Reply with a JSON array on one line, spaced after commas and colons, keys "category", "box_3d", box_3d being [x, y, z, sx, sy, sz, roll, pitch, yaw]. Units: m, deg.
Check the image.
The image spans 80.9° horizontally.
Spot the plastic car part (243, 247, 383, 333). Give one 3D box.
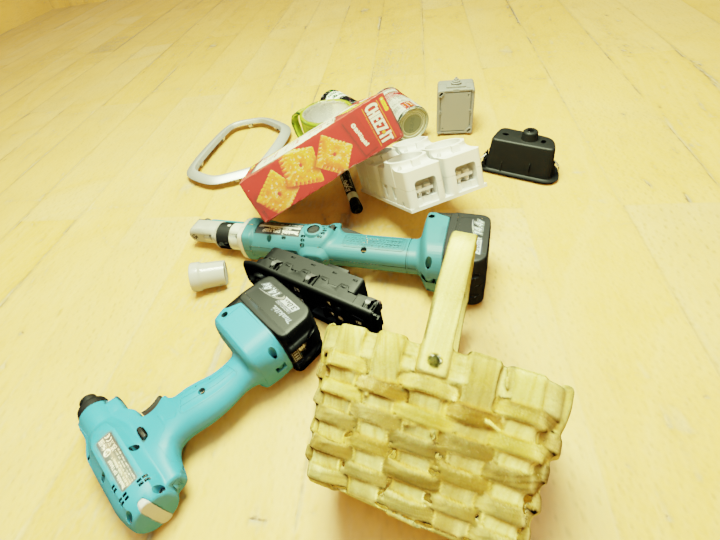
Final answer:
[{"category": "plastic car part", "box_3d": [-0.057, 0.017, 0.506, 0.213, 0.063, 0.067, 16, 61, 28]}]

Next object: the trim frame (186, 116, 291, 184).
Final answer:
[{"category": "trim frame", "box_3d": [-0.240, -0.242, 0.841, 0.189, 0.026, 0.252, 5, 49, 16]}]

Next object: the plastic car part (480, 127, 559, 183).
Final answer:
[{"category": "plastic car part", "box_3d": [0.246, -0.183, 0.643, 0.123, 0.068, 0.065, 23, 54, 34]}]

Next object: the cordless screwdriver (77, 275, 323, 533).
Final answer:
[{"category": "cordless screwdriver", "box_3d": [-0.168, 0.110, 0.445, 0.168, 0.071, 0.246, 28, 61, 34]}]

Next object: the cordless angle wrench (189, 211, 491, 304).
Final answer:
[{"category": "cordless angle wrench", "box_3d": [-0.056, -0.036, 0.568, 0.438, 0.071, 0.098, 7, 46, 22]}]
